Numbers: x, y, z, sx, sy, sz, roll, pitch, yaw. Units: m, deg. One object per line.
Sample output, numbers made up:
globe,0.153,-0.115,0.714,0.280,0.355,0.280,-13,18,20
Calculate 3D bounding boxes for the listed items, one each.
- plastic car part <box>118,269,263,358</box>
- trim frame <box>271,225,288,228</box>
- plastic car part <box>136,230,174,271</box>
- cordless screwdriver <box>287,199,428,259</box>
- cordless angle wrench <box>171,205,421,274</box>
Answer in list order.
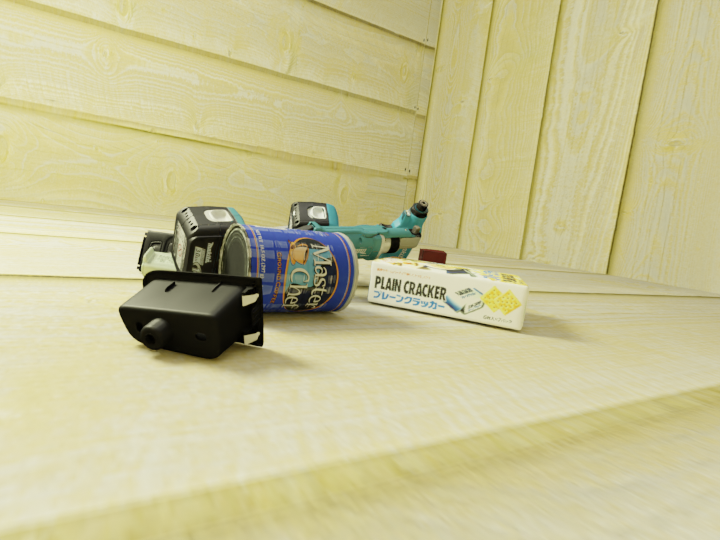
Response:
plastic car part,-0.145,0.040,0.350,0.119,0.065,0.071,5,19,9
trim frame,-0.132,-0.043,0.834,0.239,0.027,0.194,-15,43,-39
plastic car part,-0.241,-0.012,0.672,0.204,0.067,0.065,6,-20,4
cordless screwdriver,-0.006,-0.080,0.779,0.242,0.077,0.157,6,-41,-16
cordless angle wrench,-0.064,-0.042,0.649,0.405,0.097,0.078,-5,37,-35
